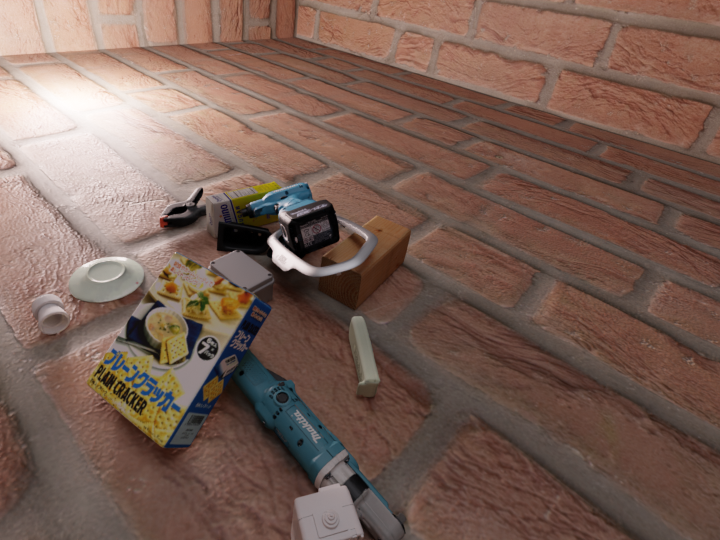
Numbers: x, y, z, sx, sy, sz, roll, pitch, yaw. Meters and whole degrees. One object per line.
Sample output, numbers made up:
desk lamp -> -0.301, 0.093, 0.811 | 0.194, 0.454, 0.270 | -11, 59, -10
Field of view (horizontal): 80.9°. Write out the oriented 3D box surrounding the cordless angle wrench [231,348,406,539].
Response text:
cordless angle wrench -> -0.110, 0.190, 0.588 | 0.095, 0.073, 0.445 | -25, 50, -37

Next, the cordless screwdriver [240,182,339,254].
cordless screwdriver -> -0.147, -0.109, 0.843 | 0.157, 0.072, 0.261 | -20, 29, -13

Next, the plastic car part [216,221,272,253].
plastic car part -> -0.251, -0.078, 0.930 | 0.115, 0.065, 0.073 | 6, 22, -8

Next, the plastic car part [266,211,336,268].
plastic car part -> -0.130, -0.067, 0.921 | 0.069, 0.065, 0.201 | 20, 42, 20

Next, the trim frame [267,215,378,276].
trim frame -> -0.079, -0.052, 0.812 | 0.180, 0.026, 0.263 | -27, 37, -24
